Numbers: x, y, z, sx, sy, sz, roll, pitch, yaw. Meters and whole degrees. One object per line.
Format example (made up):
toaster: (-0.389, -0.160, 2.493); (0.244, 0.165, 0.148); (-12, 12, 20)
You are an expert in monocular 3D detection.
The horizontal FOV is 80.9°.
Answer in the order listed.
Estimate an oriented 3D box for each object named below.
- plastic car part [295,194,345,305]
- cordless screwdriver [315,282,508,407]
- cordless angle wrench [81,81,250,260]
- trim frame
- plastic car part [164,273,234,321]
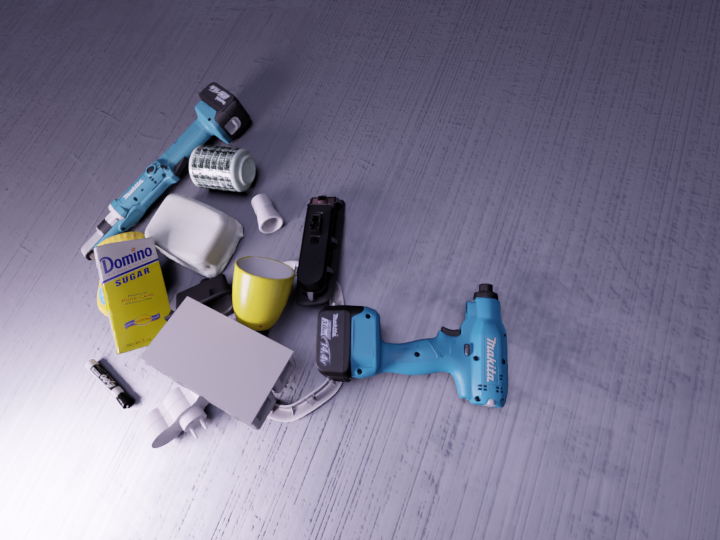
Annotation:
plastic car part: (-0.065, -0.043, 0.667); (0.067, 0.065, 0.207); (2, 63, 3)
cordless screwdriver: (0.067, 0.085, 0.573); (0.253, 0.072, 0.162); (5, 69, 9)
cordless angle wrench: (-0.395, -0.186, 0.835); (0.102, 0.071, 0.422); (40, 86, 25)
trim frame: (-0.113, 0.100, 0.654); (0.188, 0.026, 0.254); (-7, 68, 15)
plastic car part: (-0.260, 0.047, 0.706); (0.116, 0.063, 0.074); (-29, 50, -1)
